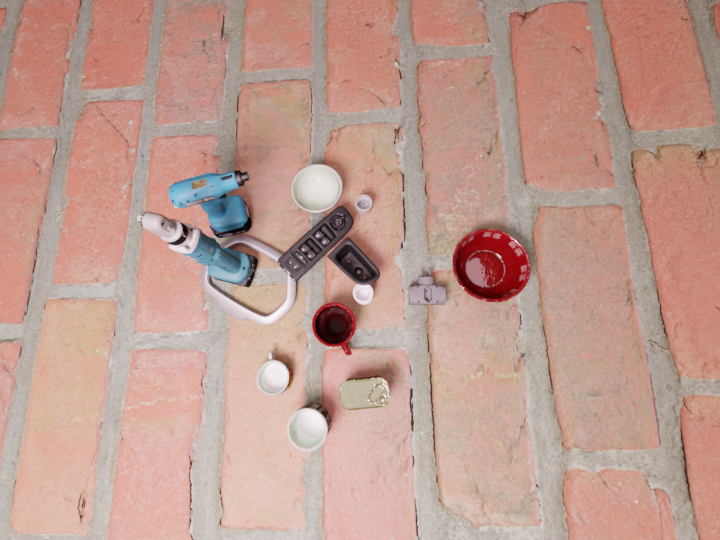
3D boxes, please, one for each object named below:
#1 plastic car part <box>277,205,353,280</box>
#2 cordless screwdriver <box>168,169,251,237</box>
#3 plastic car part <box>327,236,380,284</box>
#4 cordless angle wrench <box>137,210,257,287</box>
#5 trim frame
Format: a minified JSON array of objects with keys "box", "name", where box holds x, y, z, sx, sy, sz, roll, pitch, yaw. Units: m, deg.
[{"box":[-0.096,-0.063,0.982,0.202,0.065,0.068,-45,79,-5],"name":"plastic car part"},{"box":[-0.296,-0.149,0.935,0.159,0.244,0.076,-15,79,0],"name":"cordless screwdriver"},{"box":[-0.010,-0.008,0.957,0.066,0.069,0.120,-43,77,-5],"name":"plastic car part"},{"box":[-0.300,-0.038,0.821,0.099,0.414,0.075,13,80,4],"name":"cordless angle wrench"},{"box":[-0.265,0.022,1.002,0.254,0.027,0.184,27,81,12],"name":"trim frame"}]
